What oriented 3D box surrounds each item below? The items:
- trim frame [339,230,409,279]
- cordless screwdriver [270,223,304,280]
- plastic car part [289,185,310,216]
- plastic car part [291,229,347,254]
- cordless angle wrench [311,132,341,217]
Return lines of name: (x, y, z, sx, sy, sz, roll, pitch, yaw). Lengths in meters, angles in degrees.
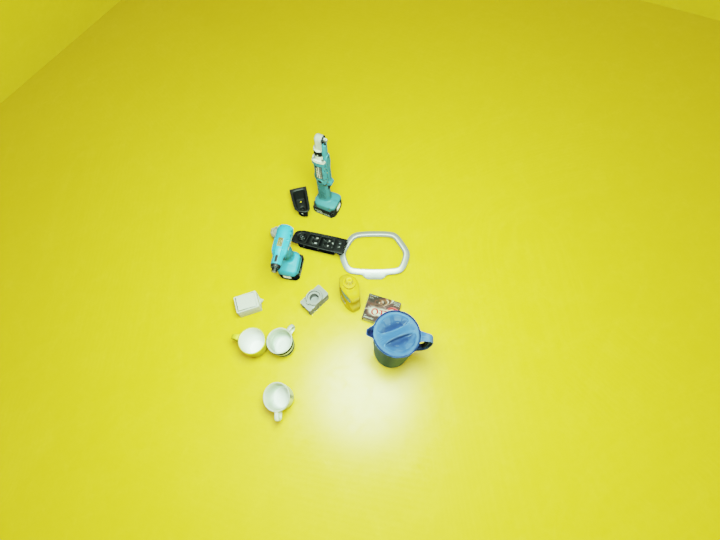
trim frame: (0.049, -0.057, 1.514, 0.251, 0.027, 0.188, -1, 65, 5)
cordless screwdriver: (-0.251, -0.030, 1.410, 0.075, 0.242, 0.161, 9, 67, 4)
plastic car part: (-0.225, -0.251, 1.607, 0.066, 0.069, 0.120, -13, 65, -3)
plastic car part: (-0.150, -0.098, 1.530, 0.207, 0.065, 0.067, 15, 67, 11)
cordless angle wrench: (-0.125, -0.321, 1.442, 0.100, 0.411, 0.074, 25, 69, 10)
